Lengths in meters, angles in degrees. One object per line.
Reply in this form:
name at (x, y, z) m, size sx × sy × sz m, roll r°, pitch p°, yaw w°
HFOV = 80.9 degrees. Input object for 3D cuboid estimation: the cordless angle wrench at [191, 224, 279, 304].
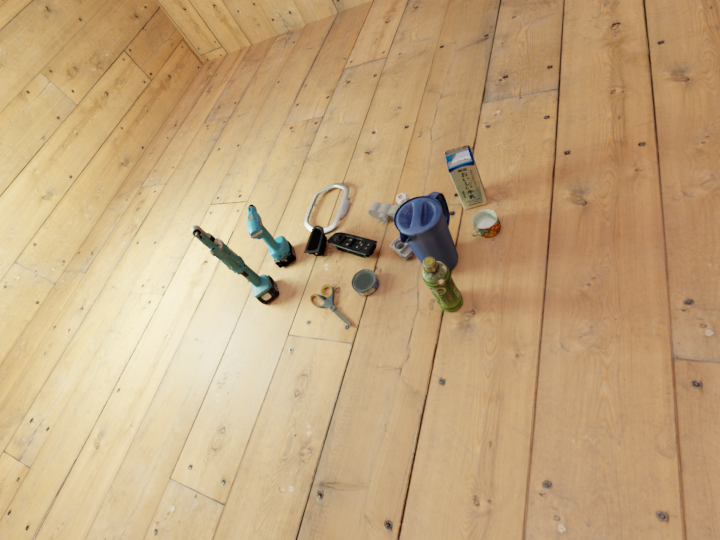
cordless angle wrench at (-0.423, -0.023, 1.430) m, size 0.075 × 0.400 × 0.103 m, roll -34°, pitch 47°, yaw 4°

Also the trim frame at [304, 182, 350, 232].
trim frame at (-0.130, -0.245, 1.666) m, size 0.193 × 0.026 × 0.251 m, roll 1°, pitch 59°, yaw 32°

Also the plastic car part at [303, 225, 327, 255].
plastic car part at (-0.151, -0.099, 1.546) m, size 0.069 × 0.067 × 0.118 m, roll -2°, pitch 57°, yaw 30°

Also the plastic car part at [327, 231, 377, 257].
plastic car part at (-0.027, -0.087, 1.464) m, size 0.215 × 0.063 × 0.066 m, roll 21°, pitch 70°, yaw 40°

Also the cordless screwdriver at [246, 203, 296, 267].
cordless screwdriver at (-0.339, -0.130, 1.567) m, size 0.075 × 0.235 × 0.167 m, roll -29°, pitch 48°, yaw 9°
